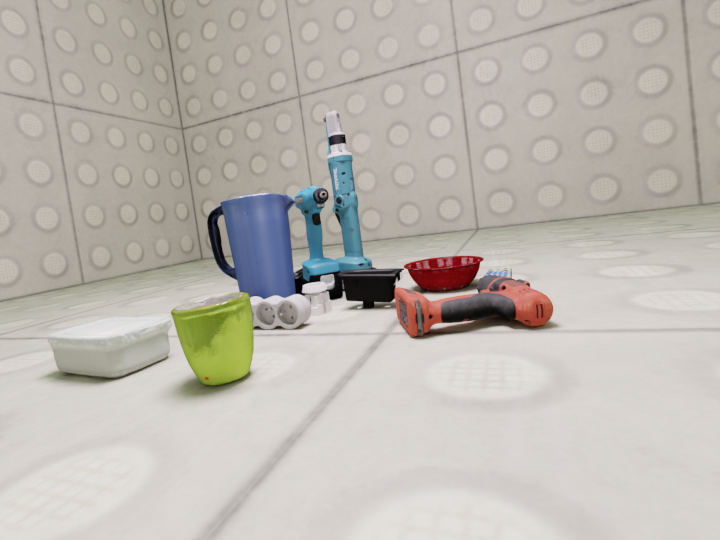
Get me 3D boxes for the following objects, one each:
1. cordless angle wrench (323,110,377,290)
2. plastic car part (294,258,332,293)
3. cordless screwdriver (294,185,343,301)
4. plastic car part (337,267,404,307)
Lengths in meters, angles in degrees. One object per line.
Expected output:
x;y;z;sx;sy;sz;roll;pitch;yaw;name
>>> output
-0.037;-0.165;1.002;0.102;0.421;0.071;-5;4;37;cordless angle wrench
-0.135;0.018;1.081;0.068;0.066;0.198;-6;7;21;plastic car part
-0.090;-0.059;0.916;0.072;0.247;0.164;-9;4;-20;cordless screwdriver
0.020;0.033;0.784;0.121;0.070;0.064;-5;6;24;plastic car part
